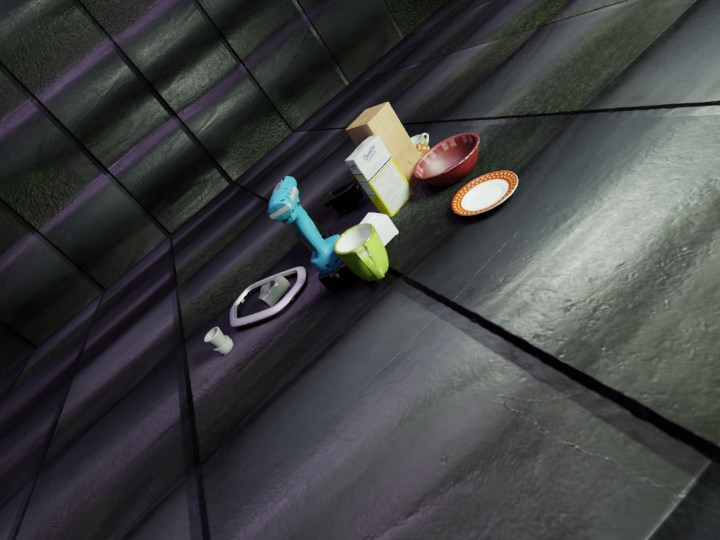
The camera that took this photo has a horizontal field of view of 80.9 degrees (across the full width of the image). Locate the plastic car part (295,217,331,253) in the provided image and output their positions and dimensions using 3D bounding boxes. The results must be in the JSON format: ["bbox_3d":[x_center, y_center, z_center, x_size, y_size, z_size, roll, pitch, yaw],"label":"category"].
[{"bbox_3d":[-0.104,-0.068,1.064,0.066,0.064,0.212,-40,28,-4],"label":"plastic car part"}]

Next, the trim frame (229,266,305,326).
[{"bbox_3d":[-0.237,0.064,1.068,0.255,0.026,0.187,-22,33,29],"label":"trim frame"}]

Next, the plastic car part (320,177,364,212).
[{"bbox_3d":[-0.041,-0.200,1.176,0.120,0.068,0.066,-18,33,35],"label":"plastic car part"}]

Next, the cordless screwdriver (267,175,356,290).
[{"bbox_3d":[-0.100,-0.087,0.903,0.075,0.239,0.163,-29,27,18],"label":"cordless screwdriver"}]
